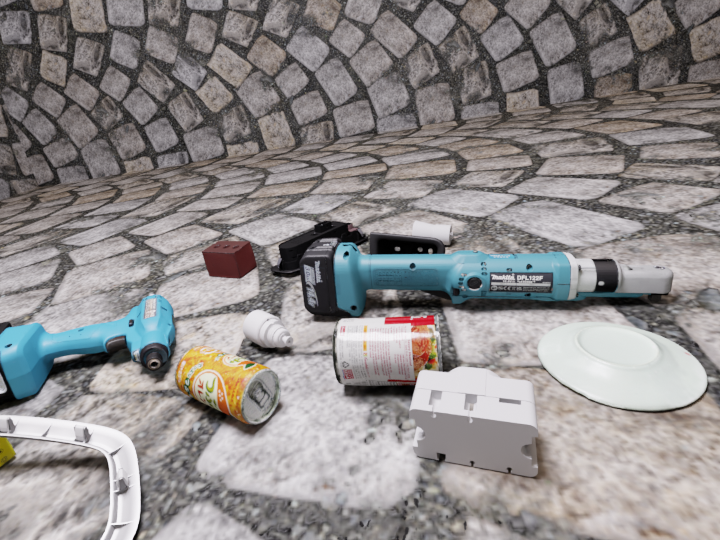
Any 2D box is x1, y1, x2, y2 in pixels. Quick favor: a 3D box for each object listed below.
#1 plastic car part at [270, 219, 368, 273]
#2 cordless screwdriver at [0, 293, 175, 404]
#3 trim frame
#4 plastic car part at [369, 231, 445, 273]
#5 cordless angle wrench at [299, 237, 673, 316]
[{"bbox_3d":[-0.075,-0.049,0.771,0.070,0.065,0.198,21,41,40],"label":"plastic car part"},{"bbox_3d":[-0.362,0.104,0.530,0.243,0.072,0.167,-14,24,-18],"label":"cordless screwdriver"},{"bbox_3d":[-0.292,0.185,0.320,0.250,0.027,0.187,5,30,2],"label":"trim frame"},{"bbox_3d":[0.079,-0.029,0.672,0.121,0.065,0.069,4,12,22],"label":"plastic car part"},{"bbox_3d":[0.138,0.007,0.526,0.433,0.096,0.074,0,20,15],"label":"cordless angle wrench"}]
